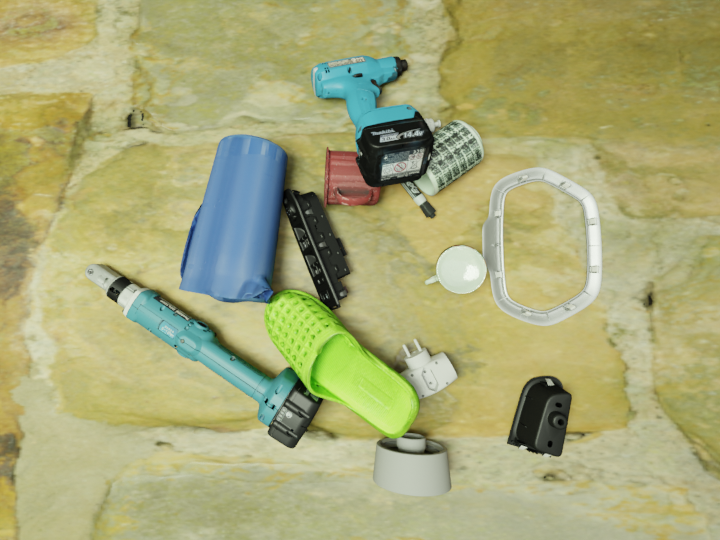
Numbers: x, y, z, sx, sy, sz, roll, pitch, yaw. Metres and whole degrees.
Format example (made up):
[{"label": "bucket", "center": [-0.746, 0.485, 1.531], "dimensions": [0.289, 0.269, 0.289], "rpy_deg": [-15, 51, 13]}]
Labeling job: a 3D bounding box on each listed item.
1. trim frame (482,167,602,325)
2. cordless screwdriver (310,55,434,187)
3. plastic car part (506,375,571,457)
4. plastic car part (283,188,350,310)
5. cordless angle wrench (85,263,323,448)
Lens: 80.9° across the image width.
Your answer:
[{"label": "trim frame", "center": [0.281, -0.040, 0.657], "dimensions": [0.185, 0.027, 0.249], "rpy_deg": [1, 86, 4]}, {"label": "cordless screwdriver", "center": [0.035, -0.240, 0.626], "dimensions": [0.157, 0.072, 0.260], "rpy_deg": [-16, 55, -10]}, {"label": "plastic car part", "center": [0.269, 0.215, 0.611], "dimensions": [0.066, 0.071, 0.116], "rpy_deg": [16, 89, 0]}, {"label": "plastic car part", "center": [-0.064, -0.042, 0.659], "dimensions": [0.066, 0.067, 0.205], "rpy_deg": [-25, 85, -15]}, {"label": "cordless angle wrench", "center": [-0.253, 0.106, 0.644], "dimensions": [0.430, 0.096, 0.074], "rpy_deg": [31, 90, 9]}]
